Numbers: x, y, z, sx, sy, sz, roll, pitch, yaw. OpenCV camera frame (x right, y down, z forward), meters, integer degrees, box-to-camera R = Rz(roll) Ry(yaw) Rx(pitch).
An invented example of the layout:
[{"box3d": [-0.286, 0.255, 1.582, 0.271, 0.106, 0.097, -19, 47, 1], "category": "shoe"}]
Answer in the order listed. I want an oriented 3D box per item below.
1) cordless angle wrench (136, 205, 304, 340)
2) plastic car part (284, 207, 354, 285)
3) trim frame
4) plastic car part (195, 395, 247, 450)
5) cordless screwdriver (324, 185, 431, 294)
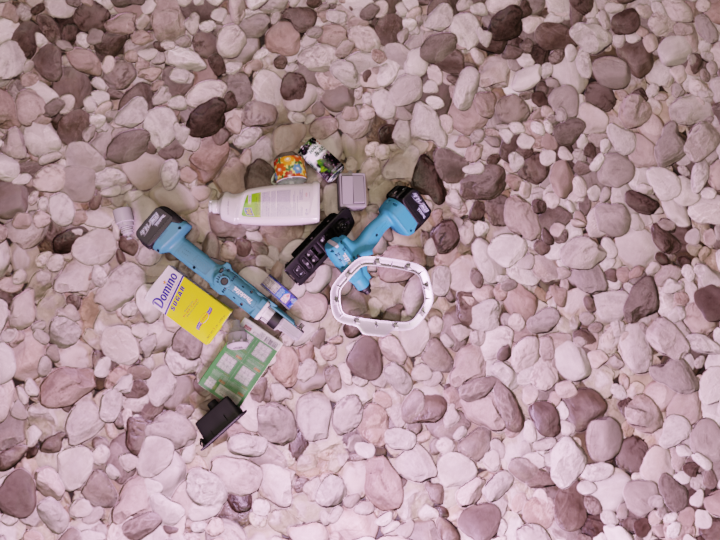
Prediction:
[{"box3d": [-0.301, 0.021, 0.944, 0.421, 0.075, 0.098, 38, 83, -2], "category": "cordless angle wrench"}, {"box3d": [-0.095, -0.062, 0.967, 0.202, 0.070, 0.063, -45, 121, -6], "category": "plastic car part"}, {"box3d": [0.052, 0.061, 0.947, 0.241, 0.028, 0.182, 9, 106, -17], "category": "trim frame"}, {"box3d": [-0.307, 0.316, 0.911, 0.116, 0.065, 0.072, -45, 82, -2], "category": "plastic car part"}, {"box3d": [0.051, -0.069, 0.967, 0.247, 0.078, 0.152, -41, 116, -8], "category": "cordless screwdriver"}]
